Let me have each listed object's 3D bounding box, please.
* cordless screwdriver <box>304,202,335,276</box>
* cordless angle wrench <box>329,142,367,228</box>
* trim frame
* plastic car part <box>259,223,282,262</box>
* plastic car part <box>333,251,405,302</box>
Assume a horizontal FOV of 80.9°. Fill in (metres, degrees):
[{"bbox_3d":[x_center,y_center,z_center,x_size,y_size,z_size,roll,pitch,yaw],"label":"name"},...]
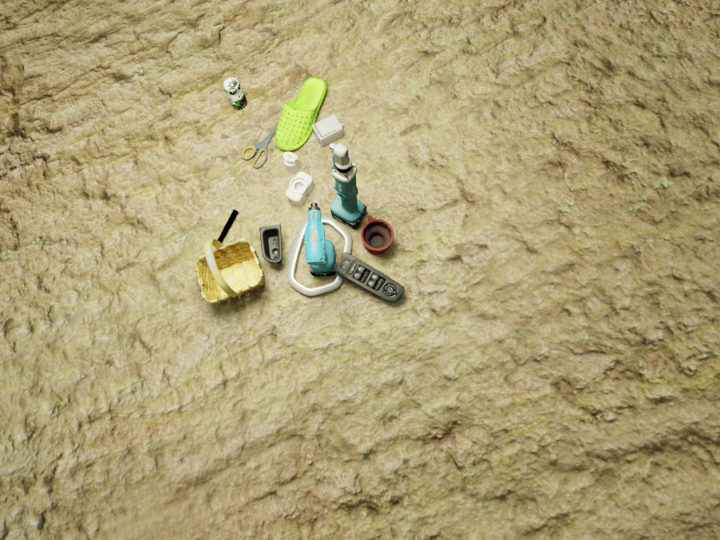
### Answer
[{"bbox_3d":[-0.113,-0.074,1.152,0.075,0.244,0.162,-3,77,1],"label":"cordless screwdriver"},{"bbox_3d":[-0.038,-0.215,1.093,0.100,0.414,0.074,31,80,7],"label":"cordless angle wrench"},{"bbox_3d":[-0.126,-0.045,1.258,0.187,0.027,0.250,11,77,9],"label":"trim frame"},{"bbox_3d":[-0.259,-0.070,1.257,0.066,0.069,0.119,-9,75,1],"label":"plastic car part"},{"bbox_3d":[0.026,0.026,1.203,0.208,0.065,0.066,29,80,12],"label":"plastic car part"}]
